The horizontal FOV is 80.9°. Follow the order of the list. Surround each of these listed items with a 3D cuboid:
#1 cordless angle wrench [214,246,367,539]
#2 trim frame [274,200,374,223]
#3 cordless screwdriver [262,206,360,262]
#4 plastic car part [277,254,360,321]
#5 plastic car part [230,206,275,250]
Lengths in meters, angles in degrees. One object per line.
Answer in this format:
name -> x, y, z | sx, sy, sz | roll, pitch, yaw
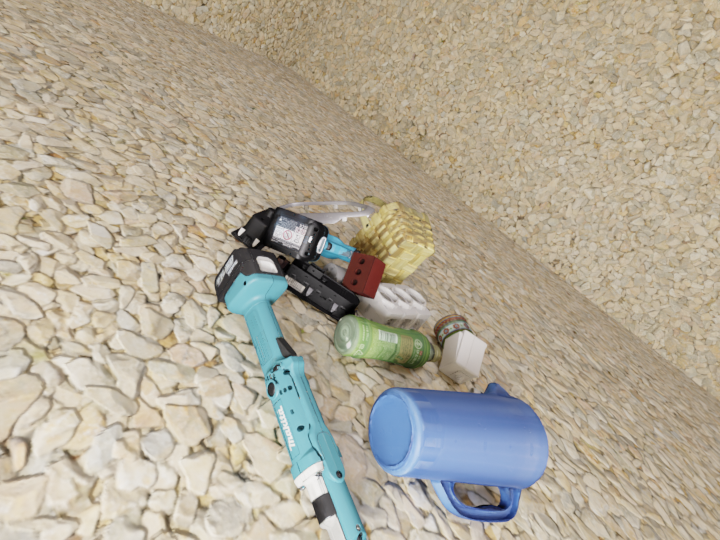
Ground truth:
cordless angle wrench -> -0.091, 0.147, 0.539 | 0.070, 0.098, 0.444 | 11, 37, -43
trim frame -> -0.091, -0.138, 0.992 | 0.247, 0.027, 0.188 | -1, 18, -4
cordless screwdriver -> -0.080, -0.052, 0.820 | 0.163, 0.074, 0.243 | 21, 2, 9
plastic car part -> -0.082, 0.029, 0.795 | 0.203, 0.067, 0.066 | 37, 15, -1
plastic car part -> -0.198, -0.094, 0.861 | 0.066, 0.071, 0.116 | 37, 27, -1
